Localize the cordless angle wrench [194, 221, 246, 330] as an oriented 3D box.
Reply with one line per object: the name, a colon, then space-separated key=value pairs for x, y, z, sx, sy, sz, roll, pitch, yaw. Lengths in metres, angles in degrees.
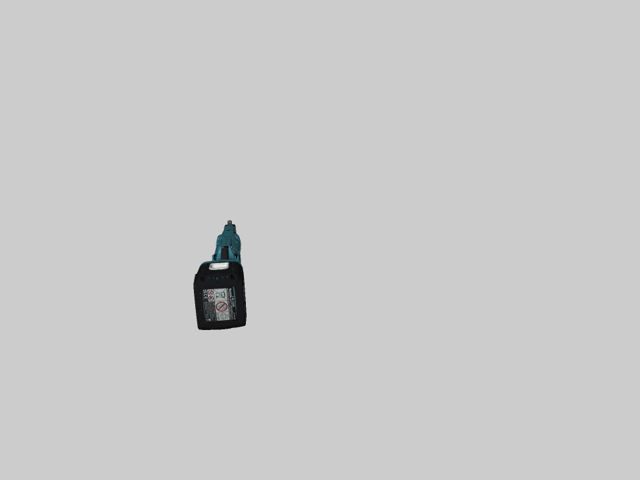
cordless angle wrench: x=-0.184 y=0.038 z=0.832 sx=0.074 sy=0.098 sz=0.422 roll=-3 pitch=17 yaw=-9
